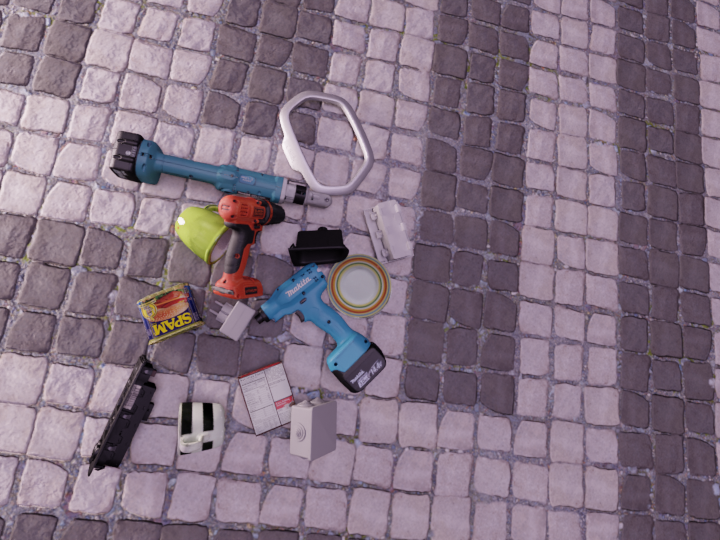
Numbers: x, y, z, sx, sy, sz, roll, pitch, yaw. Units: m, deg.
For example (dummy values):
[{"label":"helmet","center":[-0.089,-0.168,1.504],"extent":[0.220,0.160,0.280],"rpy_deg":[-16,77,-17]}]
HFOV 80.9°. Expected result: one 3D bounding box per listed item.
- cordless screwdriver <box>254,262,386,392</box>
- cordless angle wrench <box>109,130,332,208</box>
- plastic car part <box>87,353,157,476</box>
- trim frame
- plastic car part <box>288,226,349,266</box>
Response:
[{"label":"cordless screwdriver","center":[-0.078,0.125,0.818],"extent":[0.158,0.074,0.251],"rpy_deg":[-39,84,-6]},{"label":"cordless angle wrench","center":[-0.259,-0.180,0.837],"extent":[0.414,0.099,0.075],"rpy_deg":[11,83,-11]},{"label":"plastic car part","center":[-0.412,0.257,0.747],"extent":[0.064,0.069,0.204],"rpy_deg":[34,73,-32]},{"label":"trim frame","center":[-0.075,-0.278,0.917],"extent":[0.181,0.028,0.250],"rpy_deg":[-24,86,-14]},{"label":"plastic car part","center":[-0.083,-0.054,0.850],"extent":[0.117,0.063,0.073],"rpy_deg":[-7,59,3]}]
